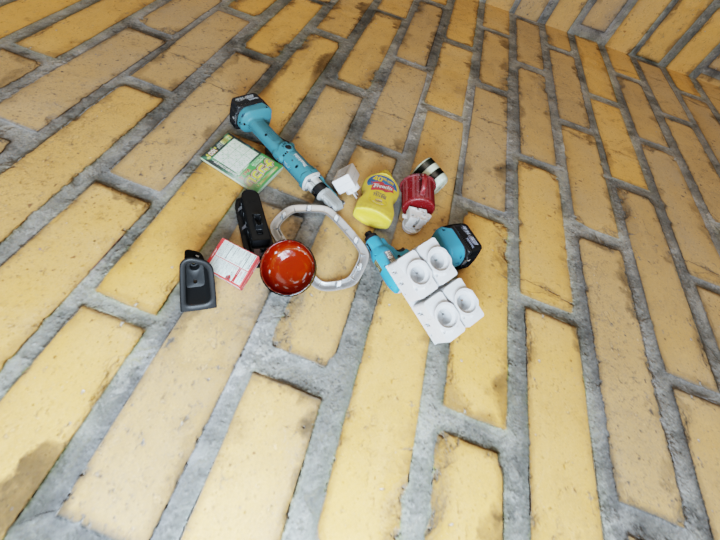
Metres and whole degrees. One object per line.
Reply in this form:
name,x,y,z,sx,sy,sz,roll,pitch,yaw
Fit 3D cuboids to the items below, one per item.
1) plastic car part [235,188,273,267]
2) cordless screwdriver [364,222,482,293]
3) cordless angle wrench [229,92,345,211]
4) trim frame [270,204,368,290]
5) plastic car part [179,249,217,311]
plastic car part,-0.232,-0.102,0.921,0.065,0.065,0.212,-12,53,-17
cordless screwdriver,0.138,-0.051,0.972,0.242,0.073,0.166,-17,59,-22
cordless angle wrench,-0.189,-0.298,1.085,0.095,0.073,0.439,-28,66,-33
trim frame,-0.092,-0.060,0.937,0.180,0.027,0.258,-29,66,-25
plastic car part,-0.306,0.010,0.784,0.064,0.114,0.075,-6,32,-23
